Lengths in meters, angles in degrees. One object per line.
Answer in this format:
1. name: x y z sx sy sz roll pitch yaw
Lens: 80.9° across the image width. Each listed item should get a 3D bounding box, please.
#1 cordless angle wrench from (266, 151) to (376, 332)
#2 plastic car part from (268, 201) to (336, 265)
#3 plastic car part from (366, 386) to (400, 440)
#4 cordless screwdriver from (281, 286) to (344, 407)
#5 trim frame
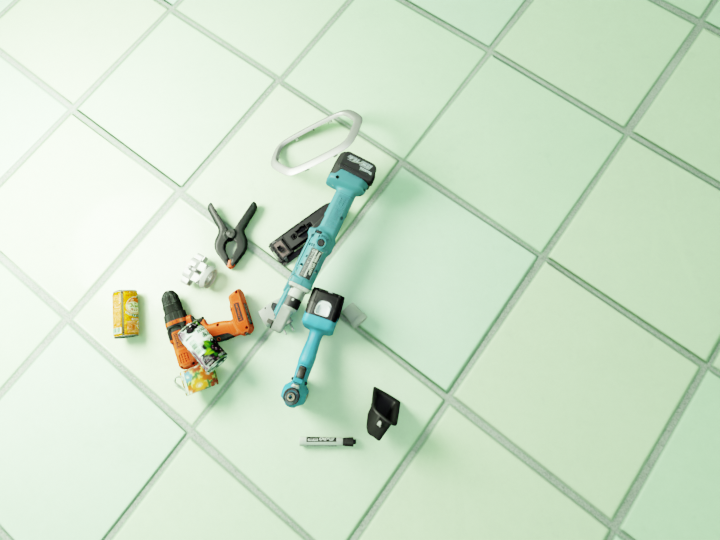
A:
1. cordless angle wrench: -0.091 -0.060 0.933 0.097 0.075 0.424 26 79 -5
2. plastic car part: -0.125 -0.100 1.004 0.201 0.065 0.068 -36 73 -9
3. plastic car part: 0.039 0.305 0.875 0.067 0.115 0.071 27 103 4
4. cordless screwdriver: -0.105 0.161 0.887 0.075 0.157 0.250 18 76 2
5. trim frame: -0.108 -0.310 1.021 0.252 0.026 0.192 -25 47 13
